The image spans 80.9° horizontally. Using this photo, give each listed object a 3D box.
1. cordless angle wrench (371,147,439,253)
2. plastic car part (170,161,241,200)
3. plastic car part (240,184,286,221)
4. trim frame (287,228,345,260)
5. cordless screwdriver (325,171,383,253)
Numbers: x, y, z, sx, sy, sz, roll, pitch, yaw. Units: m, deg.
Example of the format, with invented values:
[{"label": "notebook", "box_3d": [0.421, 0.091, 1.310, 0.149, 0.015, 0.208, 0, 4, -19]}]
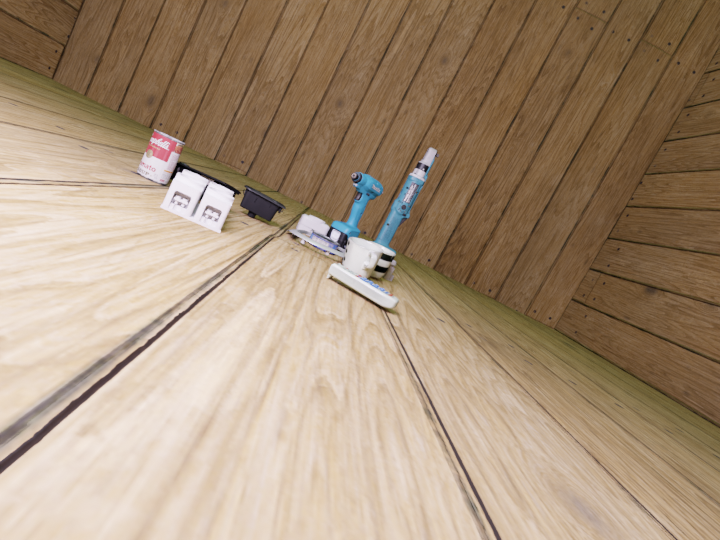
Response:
[{"label": "cordless angle wrench", "box_3d": [0.136, -0.205, 1.377, 0.096, 0.422, 0.076, 26, 7, -9]}, {"label": "plastic car part", "box_3d": [-0.372, -0.202, 0.977, 0.212, 0.067, 0.063, 30, 7, 25]}, {"label": "plastic car part", "box_3d": [-0.263, -0.167, 1.098, 0.112, 0.071, 0.069, 24, 7, -22]}, {"label": "trim frame", "box_3d": [-0.112, -0.073, 1.142, 0.186, 0.027, 0.247, 27, 7, 1]}, {"label": "cordless screwdriver", "box_3d": [-0.028, -0.176, 1.288, 0.078, 0.248, 0.151, 31, 8, 29]}]
